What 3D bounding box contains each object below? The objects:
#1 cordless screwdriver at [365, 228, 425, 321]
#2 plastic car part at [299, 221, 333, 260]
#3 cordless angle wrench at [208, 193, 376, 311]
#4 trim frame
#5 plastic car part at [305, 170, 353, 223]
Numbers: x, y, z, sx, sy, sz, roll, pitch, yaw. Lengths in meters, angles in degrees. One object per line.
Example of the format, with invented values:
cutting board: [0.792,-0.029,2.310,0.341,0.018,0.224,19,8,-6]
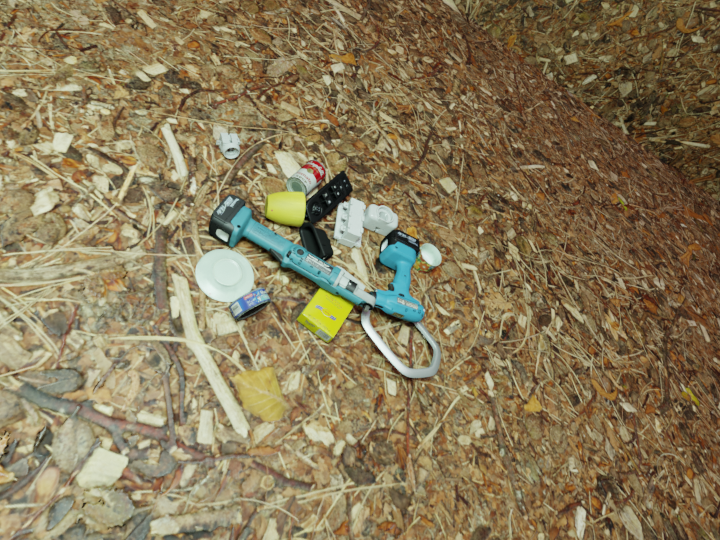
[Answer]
cordless screwdriver: [0.084,0.005,1.102,0.154,0.075,0.255,19,49,-19]
plastic car part: [-0.105,-0.069,1.078,0.067,0.067,0.121,10,53,-43]
cordless angle wrench: [-0.149,-0.028,0.982,0.423,0.074,0.098,30,52,0]
trim frame: [0.100,0.155,1.048,0.255,0.027,0.179,47,45,13]
plastic car part: [-0.100,-0.198,1.147,0.202,0.070,0.064,-53,132,-43]
